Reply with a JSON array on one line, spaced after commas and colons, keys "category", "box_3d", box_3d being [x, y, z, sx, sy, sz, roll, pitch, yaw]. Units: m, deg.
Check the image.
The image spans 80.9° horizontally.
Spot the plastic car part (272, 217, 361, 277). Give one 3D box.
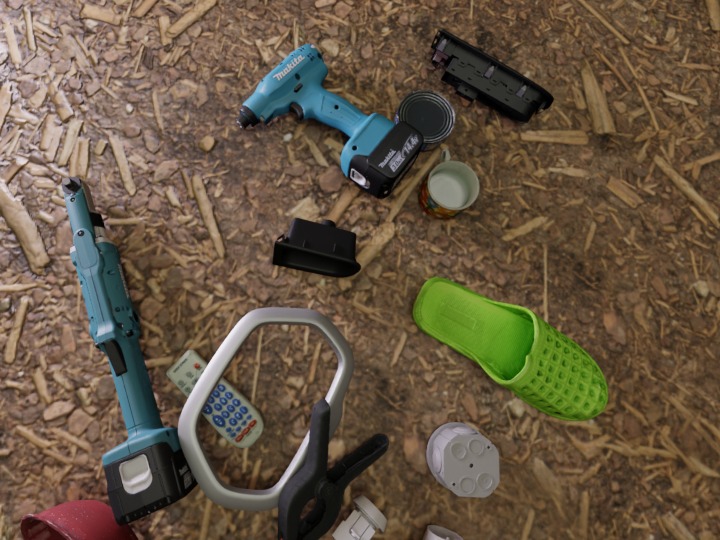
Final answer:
[{"category": "plastic car part", "box_3d": [-0.056, -0.037, 0.575, 0.115, 0.065, 0.072, 10, 64, -5]}]

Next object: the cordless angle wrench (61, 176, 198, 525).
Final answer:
[{"category": "cordless angle wrench", "box_3d": [-0.306, 0.069, 0.526, 0.074, 0.096, 0.433, -22, 75, -10]}]

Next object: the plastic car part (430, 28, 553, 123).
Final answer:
[{"category": "plastic car part", "box_3d": [0.191, -0.283, 0.637, 0.204, 0.066, 0.067, 28, 88, 3]}]

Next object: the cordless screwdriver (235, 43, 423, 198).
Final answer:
[{"category": "cordless screwdriver", "box_3d": [-0.047, -0.199, 0.602, 0.254, 0.073, 0.158, 42, 79, 10]}]

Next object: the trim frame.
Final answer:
[{"category": "trim frame", "box_3d": [-0.107, 0.161, 0.521, 0.181, 0.028, 0.249, 32, 68, -7]}]
